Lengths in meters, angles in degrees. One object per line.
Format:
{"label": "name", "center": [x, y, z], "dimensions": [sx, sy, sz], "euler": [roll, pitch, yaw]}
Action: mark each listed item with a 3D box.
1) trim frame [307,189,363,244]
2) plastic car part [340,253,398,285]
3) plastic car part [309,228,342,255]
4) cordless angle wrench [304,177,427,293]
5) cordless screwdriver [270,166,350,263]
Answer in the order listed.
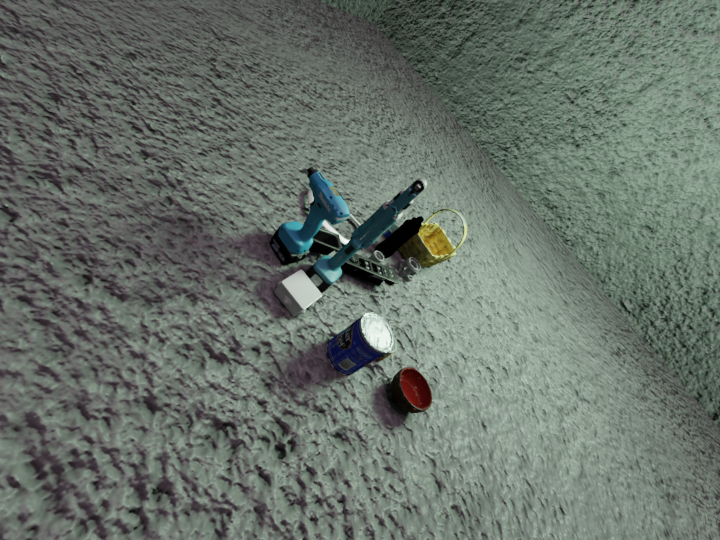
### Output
{"label": "trim frame", "center": [-0.081, -0.174, 1.388], "dimensions": [0.246, 0.028, 0.184], "euler": [41, 36, -6]}
{"label": "plastic car part", "center": [0.017, -0.002, 1.280], "dimensions": [0.194, 0.068, 0.068], "euler": [25, 41, -25]}
{"label": "plastic car part", "center": [-0.119, -0.078, 1.219], "dimensions": [0.111, 0.072, 0.068], "euler": [16, 46, -35]}
{"label": "cordless angle wrench", "center": [0.008, -0.084, 1.045], "dimensions": [0.074, 0.428, 0.096], "euler": [48, 36, -2]}
{"label": "cordless screwdriver", "center": [-0.146, -0.137, 1.097], "dimensions": [0.071, 0.252, 0.163], "euler": [-14, 68, -51]}
